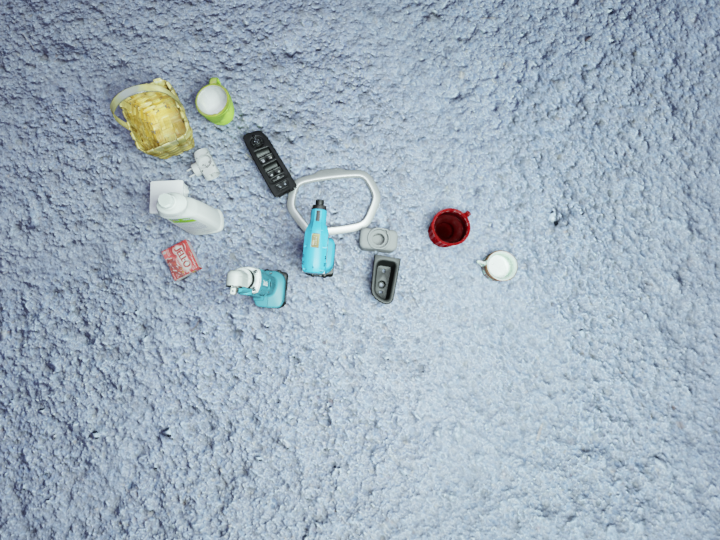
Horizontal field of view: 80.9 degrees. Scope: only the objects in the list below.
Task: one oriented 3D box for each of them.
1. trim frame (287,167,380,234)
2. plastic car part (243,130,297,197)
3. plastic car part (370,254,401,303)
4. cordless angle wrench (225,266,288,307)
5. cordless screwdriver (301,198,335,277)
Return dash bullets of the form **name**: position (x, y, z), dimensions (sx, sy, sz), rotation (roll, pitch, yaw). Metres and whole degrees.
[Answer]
- **trim frame**: position (-0.071, -0.185, 1.120), dimensions (0.249, 0.027, 0.186), rotation (-8, 81, 2)
- **plastic car part**: position (-0.241, -0.283, 1.124), dimensions (0.066, 0.066, 0.206), rotation (-30, 81, -3)
- **plastic car part**: position (0.057, 0.025, 1.059), dimensions (0.066, 0.070, 0.117), rotation (9, 83, 1)
- **cordless angle wrench**: position (-0.217, 0.030, 0.897), dimensions (0.074, 0.419, 0.098), rotation (4, 84, -2)
- **cordless screwdriver**: position (-0.097, -0.063, 0.992), dimensions (0.074, 0.246, 0.160), rotation (5, 84, -2)
